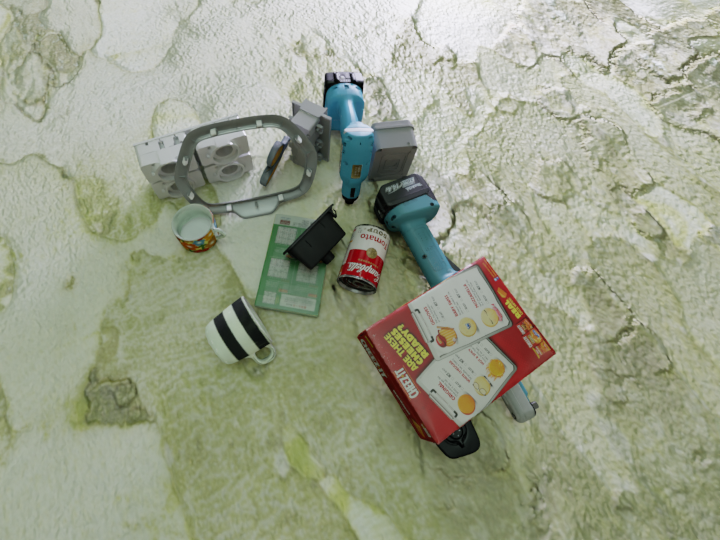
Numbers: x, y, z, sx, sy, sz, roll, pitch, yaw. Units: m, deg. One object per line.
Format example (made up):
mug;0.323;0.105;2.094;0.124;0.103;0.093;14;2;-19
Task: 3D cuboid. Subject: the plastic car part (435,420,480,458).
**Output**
plastic car part;0.097;0.175;0.625;0.065;0.066;0.209;-22;72;-20

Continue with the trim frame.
trim frame;-0.195;-0.173;0.730;0.246;0.177;0.029;-12;41;-7

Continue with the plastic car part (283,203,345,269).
plastic car part;-0.070;-0.046;0.719;0.070;0.067;0.116;41;71;-4

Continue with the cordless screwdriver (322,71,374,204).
cordless screwdriver;-0.026;-0.256;0.801;0.073;0.155;0.258;-2;51;-10

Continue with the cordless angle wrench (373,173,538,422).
cordless angle wrench;0.152;0.036;0.692;0.097;0.073;0.436;-22;70;-12
